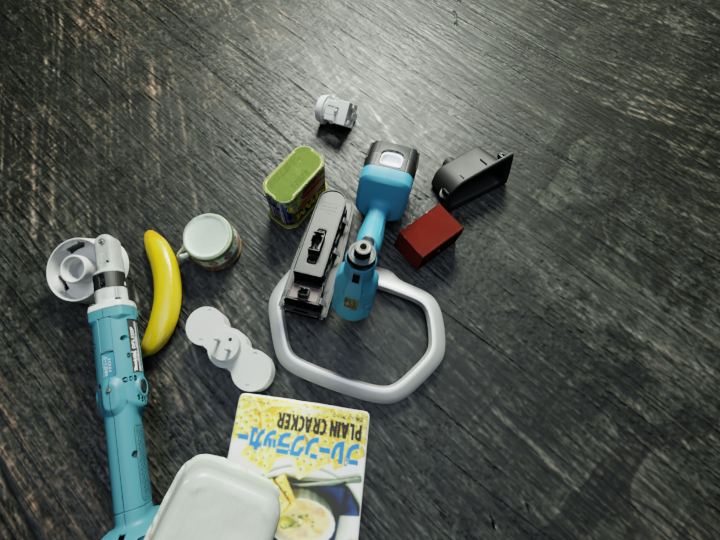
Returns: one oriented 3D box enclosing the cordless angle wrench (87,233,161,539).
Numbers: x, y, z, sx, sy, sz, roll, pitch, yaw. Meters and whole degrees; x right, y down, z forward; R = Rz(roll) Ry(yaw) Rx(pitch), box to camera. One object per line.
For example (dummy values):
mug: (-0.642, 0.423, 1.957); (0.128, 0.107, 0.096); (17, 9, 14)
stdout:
cordless angle wrench: (-0.289, 0.150, 0.515); (0.074, 0.096, 0.434); (-16, 73, -4)

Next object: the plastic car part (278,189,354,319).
plastic car part: (-0.058, -0.038, 0.593); (0.068, 0.064, 0.206); (7, 55, 12)

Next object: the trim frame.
trim frame: (-0.008, 0.074, 0.582); (0.253, 0.027, 0.186); (15, 72, 10)

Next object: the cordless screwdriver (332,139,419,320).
cordless screwdriver: (0.020, -0.071, 0.552); (0.075, 0.155, 0.252); (15, 60, 3)

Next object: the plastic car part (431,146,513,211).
plastic car part: (0.160, -0.149, 0.646); (0.116, 0.063, 0.074); (-26, 57, -5)
